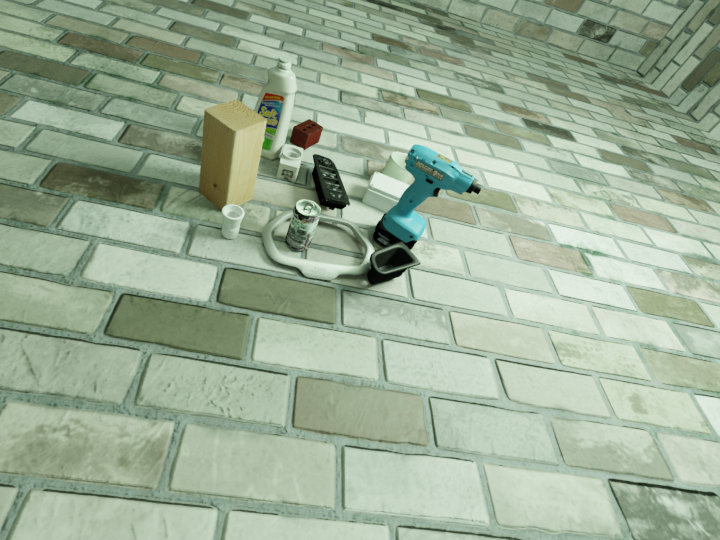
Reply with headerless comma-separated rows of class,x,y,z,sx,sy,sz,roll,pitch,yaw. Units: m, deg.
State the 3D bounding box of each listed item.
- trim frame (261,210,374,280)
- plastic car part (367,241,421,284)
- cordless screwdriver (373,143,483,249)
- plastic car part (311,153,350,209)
trim frame,-0.089,-0.058,0.911,0.243,0.027,0.190,8,46,-12
plastic car part,0.054,-0.005,0.880,0.113,0.070,0.069,-19,58,-34
cordless screwdriver,0.135,-0.134,0.907,0.162,0.246,0.074,33,44,8
plastic car part,-0.081,-0.211,1.033,0.064,0.066,0.211,3,47,-20
